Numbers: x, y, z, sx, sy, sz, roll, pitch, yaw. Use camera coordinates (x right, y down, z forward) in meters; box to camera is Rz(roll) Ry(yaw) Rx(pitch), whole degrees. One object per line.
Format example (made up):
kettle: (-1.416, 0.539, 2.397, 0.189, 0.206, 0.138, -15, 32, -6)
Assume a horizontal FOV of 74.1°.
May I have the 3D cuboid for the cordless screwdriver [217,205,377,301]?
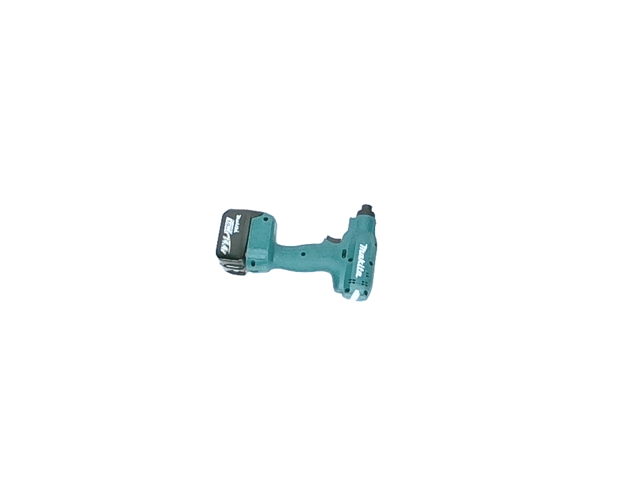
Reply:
cordless screwdriver: (-0.031, -0.001, 0.683, 0.249, 0.158, 0.074, 10, -21, -1)
